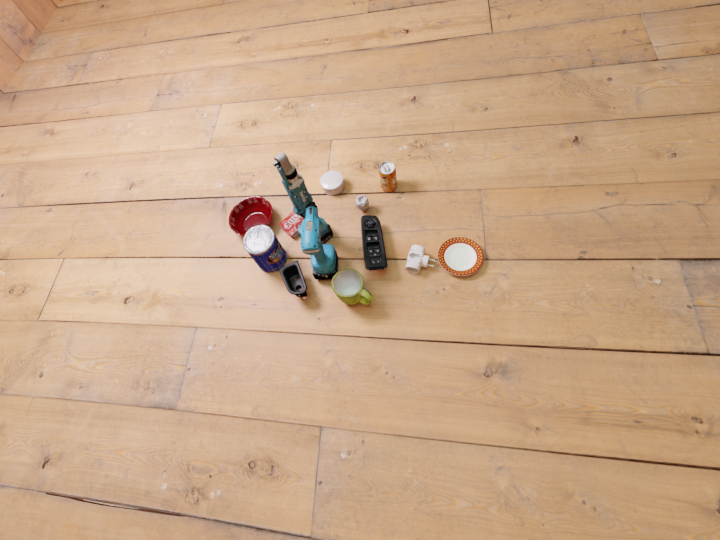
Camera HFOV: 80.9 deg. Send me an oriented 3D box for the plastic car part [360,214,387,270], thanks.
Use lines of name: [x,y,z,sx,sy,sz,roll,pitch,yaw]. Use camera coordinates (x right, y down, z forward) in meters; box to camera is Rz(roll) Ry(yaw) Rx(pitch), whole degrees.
plastic car part: [0.041,-0.084,1.319,0.067,0.064,0.209,-10,61,6]

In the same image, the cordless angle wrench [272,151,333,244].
cordless angle wrench: [-0.170,-0.200,1.234,0.097,0.406,0.078,-39,65,-11]

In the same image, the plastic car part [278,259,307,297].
plastic car part: [-0.199,0.039,1.310,0.066,0.068,0.122,-25,61,-2]

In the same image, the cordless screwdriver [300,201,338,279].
cordless screwdriver: [-0.123,-0.080,1.256,0.075,0.239,0.163,-5,63,7]
